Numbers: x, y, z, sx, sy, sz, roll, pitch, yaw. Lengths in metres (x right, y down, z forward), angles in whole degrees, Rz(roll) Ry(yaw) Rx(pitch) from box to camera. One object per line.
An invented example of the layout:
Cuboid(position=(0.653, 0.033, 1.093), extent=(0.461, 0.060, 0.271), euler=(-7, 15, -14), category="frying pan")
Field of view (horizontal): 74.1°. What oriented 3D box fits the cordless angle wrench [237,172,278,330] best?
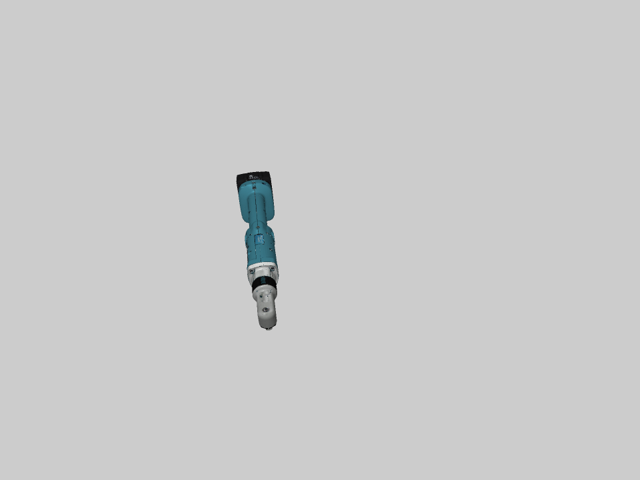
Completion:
Cuboid(position=(-0.113, 0.001, 0.795), extent=(0.074, 0.098, 0.421), euler=(-8, 36, -6), category="cordless angle wrench")
